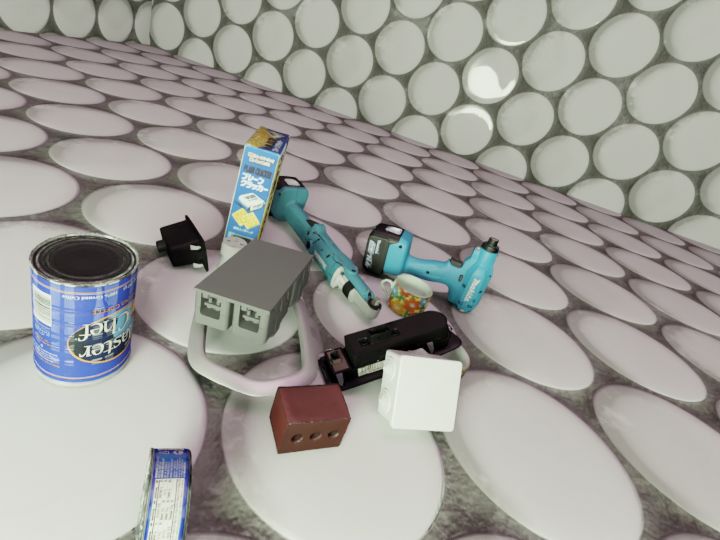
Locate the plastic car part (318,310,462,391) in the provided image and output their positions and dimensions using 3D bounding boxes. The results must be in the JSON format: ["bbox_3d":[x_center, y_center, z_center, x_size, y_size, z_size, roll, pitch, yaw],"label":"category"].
[{"bbox_3d":[0.042,0.101,0.592,0.199,0.065,0.069,-12,27,-13],"label":"plastic car part"}]

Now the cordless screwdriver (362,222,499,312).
[{"bbox_3d":[0.138,-0.030,0.850,0.255,0.157,0.073,23,27,12],"label":"cordless screwdriver"}]

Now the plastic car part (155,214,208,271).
[{"bbox_3d":[-0.314,-0.046,0.732,0.069,0.064,0.123,-19,40,-30],"label":"plastic car part"}]

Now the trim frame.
[{"bbox_3d":[-0.144,0.086,0.596,0.180,0.027,0.259,2,26,-15],"label":"trim frame"}]

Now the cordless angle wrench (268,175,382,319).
[{"bbox_3d":[-0.083,-0.055,0.854,0.071,0.097,0.447,-2,37,-36],"label":"cordless angle wrench"}]
